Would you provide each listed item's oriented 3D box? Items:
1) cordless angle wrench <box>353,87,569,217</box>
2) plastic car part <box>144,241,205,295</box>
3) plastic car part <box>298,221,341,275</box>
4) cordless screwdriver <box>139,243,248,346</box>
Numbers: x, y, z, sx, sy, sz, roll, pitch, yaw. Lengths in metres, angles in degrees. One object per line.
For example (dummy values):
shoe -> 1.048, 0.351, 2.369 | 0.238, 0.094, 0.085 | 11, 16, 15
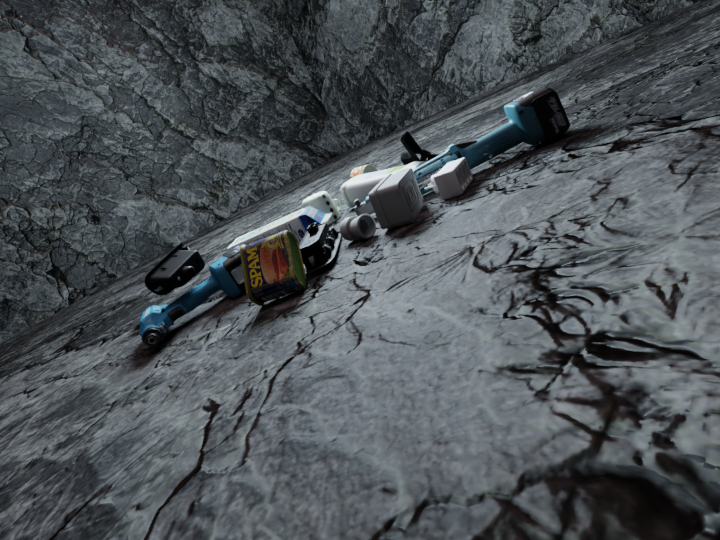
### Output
cordless angle wrench -> 0.179, -0.211, 0.839 | 0.428, 0.096, 0.075 | -27, 14, 13
plastic car part -> -0.340, 0.001, 0.801 | 0.073, 0.063, 0.117 | -8, 31, 26
plastic car part -> -0.076, -0.050, 0.778 | 0.067, 0.065, 0.206 | -17, 21, 7
cordless screwdriver -> -0.296, 0.048, 0.789 | 0.246, 0.072, 0.165 | -35, 19, -14
